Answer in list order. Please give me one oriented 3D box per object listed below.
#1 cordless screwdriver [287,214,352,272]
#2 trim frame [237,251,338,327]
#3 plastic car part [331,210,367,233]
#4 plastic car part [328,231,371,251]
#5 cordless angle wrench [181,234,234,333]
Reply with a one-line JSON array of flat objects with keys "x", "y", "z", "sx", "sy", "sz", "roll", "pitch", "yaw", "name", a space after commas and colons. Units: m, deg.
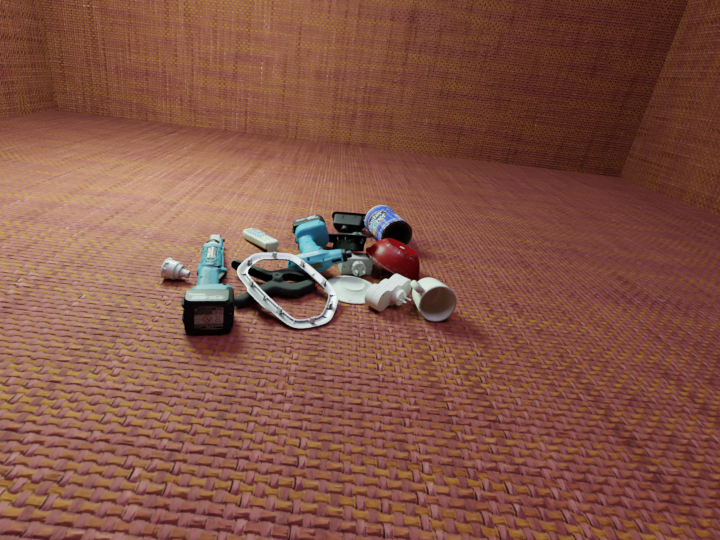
[{"x": -0.111, "y": -0.072, "z": 1.133, "sx": 0.160, "sy": 0.072, "sz": 0.256, "roll": -13, "pitch": 29, "yaw": 2, "name": "cordless screwdriver"}, {"x": -0.159, "y": 0.033, "z": 0.931, "sx": 0.260, "sy": 0.027, "sz": 0.179, "roll": 40, "pitch": 44, "yaw": 26, "name": "trim frame"}, {"x": -0.041, "y": -0.149, "z": 1.379, "sx": 0.118, "sy": 0.064, "sz": 0.072, "roll": 6, "pitch": 38, "yaw": 5, "name": "plastic car part"}, {"x": -0.037, "y": -0.077, "z": 1.173, "sx": 0.064, "sy": 0.067, "sz": 0.209, "roll": 16, "pitch": -7, "yaw": -23, "name": "plastic car part"}, {"x": -0.343, "y": -0.001, "z": 0.975, "sx": 0.096, "sy": 0.073, "sz": 0.441, "roll": 0, "pitch": 24, "yaw": -17, "name": "cordless angle wrench"}]
